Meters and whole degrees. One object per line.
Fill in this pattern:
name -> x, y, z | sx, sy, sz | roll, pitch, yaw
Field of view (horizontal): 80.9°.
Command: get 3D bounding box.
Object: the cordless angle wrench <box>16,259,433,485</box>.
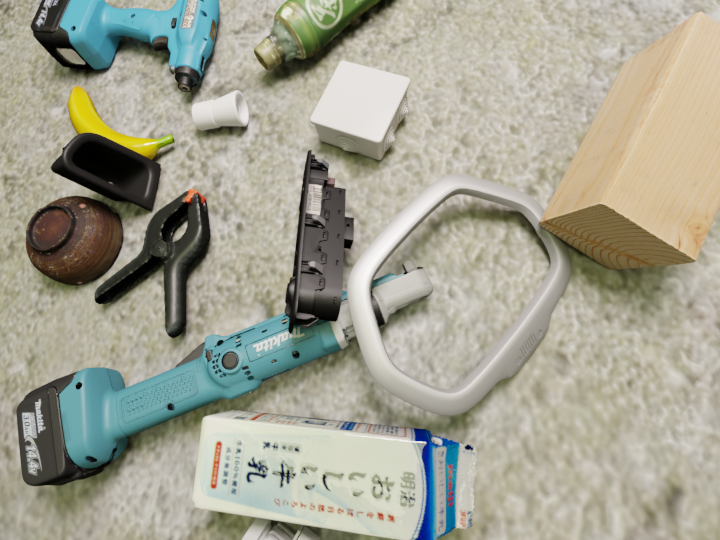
cordless angle wrench -> -0.125, 0.092, 0.428 | 0.423, 0.072, 0.101 | -22, 71, 1

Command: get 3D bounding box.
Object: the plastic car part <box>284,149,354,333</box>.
plastic car part -> -0.042, -0.027, 0.425 | 0.066, 0.066, 0.208 | 14, 52, -12

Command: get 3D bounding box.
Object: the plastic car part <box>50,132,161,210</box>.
plastic car part -> -0.315, -0.119, 0.514 | 0.074, 0.110, 0.067 | -7, 72, 31

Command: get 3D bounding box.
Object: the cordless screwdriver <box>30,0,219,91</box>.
cordless screwdriver -> -0.327, -0.323, 0.595 | 0.252, 0.072, 0.161 | 3, 74, 7

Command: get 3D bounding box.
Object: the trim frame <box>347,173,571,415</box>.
trim frame -> 0.098, 0.014, 0.404 | 0.186, 0.027, 0.247 | 42, 72, 5
